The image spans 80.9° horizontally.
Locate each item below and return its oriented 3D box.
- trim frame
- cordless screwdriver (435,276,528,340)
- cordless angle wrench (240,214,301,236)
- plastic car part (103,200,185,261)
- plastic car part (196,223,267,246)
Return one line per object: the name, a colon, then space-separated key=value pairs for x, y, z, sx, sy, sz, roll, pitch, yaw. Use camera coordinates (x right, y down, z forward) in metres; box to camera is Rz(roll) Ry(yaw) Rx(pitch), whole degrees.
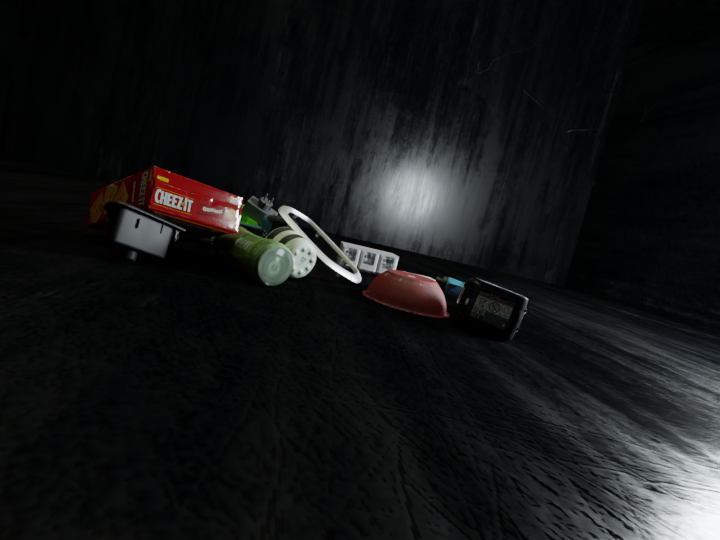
trim frame: x=-0.089 y=-0.058 z=0.912 sx=0.259 sy=0.027 sz=0.176 roll=44 pitch=13 yaw=22
cordless screwdriver: x=0.207 y=0.051 z=0.772 sx=0.164 sy=0.074 sz=0.242 roll=22 pitch=5 yaw=14
cordless angle wrench: x=-0.358 y=-0.111 z=1.047 sx=0.436 sy=0.097 sz=0.072 roll=11 pitch=4 yaw=18
plastic car part: x=-0.317 y=-0.046 z=0.600 sx=0.068 sy=0.072 sz=0.111 roll=-3 pitch=-13 yaw=23
plastic car part: x=-0.296 y=-0.076 z=0.945 sx=0.210 sy=0.066 sz=0.065 roll=15 pitch=-4 yaw=18
